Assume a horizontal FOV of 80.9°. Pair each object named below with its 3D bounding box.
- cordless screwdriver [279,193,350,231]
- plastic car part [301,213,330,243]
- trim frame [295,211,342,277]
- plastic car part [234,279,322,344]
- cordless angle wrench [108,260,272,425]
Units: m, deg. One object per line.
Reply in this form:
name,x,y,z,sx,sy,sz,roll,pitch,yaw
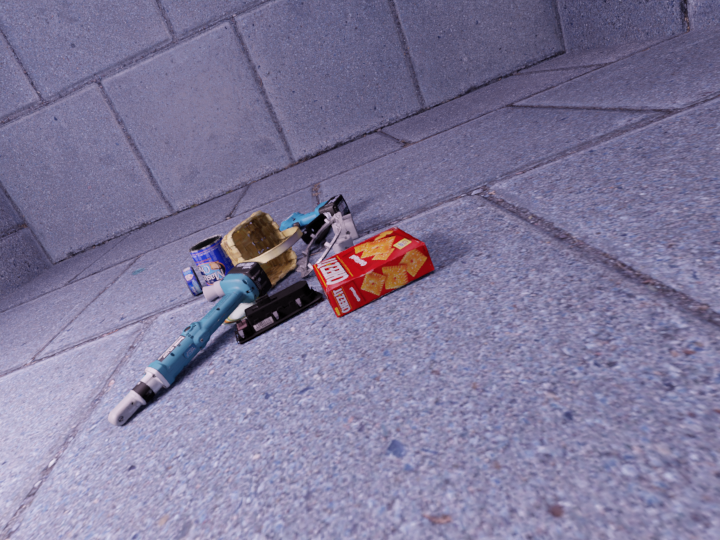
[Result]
cordless screwdriver,-0.167,-0.167,1.405,0.258,0.072,0.158,-12,25,34
plastic car part,-0.146,-0.121,1.303,0.073,0.064,0.116,-28,16,33
trim frame,-0.109,-0.072,1.119,0.185,0.027,0.255,-49,21,17
plastic car part,-0.181,0.078,0.903,0.201,0.066,0.068,-24,14,-10
cordless angle wrench,-0.347,0.140,0.886,0.102,0.071,0.421,-4,37,39
